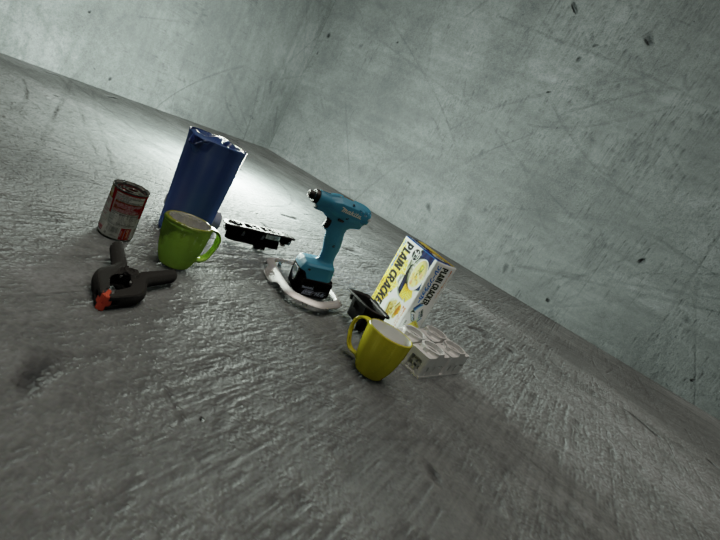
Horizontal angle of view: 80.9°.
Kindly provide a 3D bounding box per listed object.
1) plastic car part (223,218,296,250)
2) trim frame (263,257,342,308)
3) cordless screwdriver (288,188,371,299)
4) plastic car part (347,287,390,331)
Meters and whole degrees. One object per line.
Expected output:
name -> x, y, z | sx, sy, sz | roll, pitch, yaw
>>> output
plastic car part -> -0.277, -0.093, 1.122 | 0.193, 0.067, 0.070 | 17, 18, -35
trim frame -> -0.143, 0.030, 1.019 | 0.175, 0.027, 0.261 | 18, 17, -31
cordless screwdriver -> -0.096, -0.063, 0.979 | 0.152, 0.248, 0.078 | 21, 16, -28
plastic car part -> 0.008, 0.101, 0.956 | 0.063, 0.071, 0.123 | 19, 17, -32
